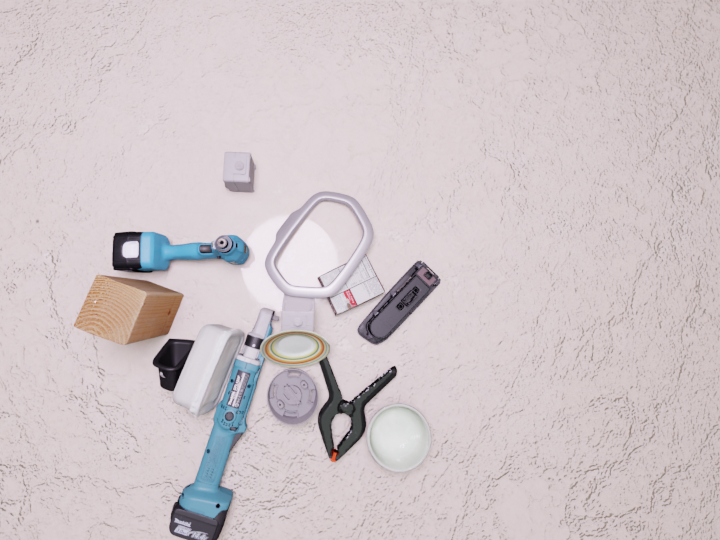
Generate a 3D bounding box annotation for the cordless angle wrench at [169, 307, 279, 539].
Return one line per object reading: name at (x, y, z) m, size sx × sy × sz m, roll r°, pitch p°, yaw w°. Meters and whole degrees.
cordless angle wrench at (-0.246, 0.277, 0.812) m, size 0.098 × 0.074 × 0.425 m, roll 17°, pitch 80°, yaw -2°

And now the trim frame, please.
trim frame at (-0.084, -0.055, 0.862) m, size 0.189 × 0.027 × 0.248 m, roll 30°, pitch 76°, yaw 14°

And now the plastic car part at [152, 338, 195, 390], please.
plastic car part at (-0.354, 0.185, 0.805) m, size 0.066 × 0.119 × 0.070 m, roll 3°, pitch 108°, yaw -3°

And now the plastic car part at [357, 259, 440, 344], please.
plastic car part at (0.082, 0.070, 0.855) m, size 0.202 × 0.068 × 0.066 m, roll -45°, pitch 96°, yaw -4°

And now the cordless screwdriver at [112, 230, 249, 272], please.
cordless screwdriver at (-0.345, -0.039, 0.806) m, size 0.249 × 0.158 × 0.075 m, roll -2°, pitch 85°, yaw -2°
